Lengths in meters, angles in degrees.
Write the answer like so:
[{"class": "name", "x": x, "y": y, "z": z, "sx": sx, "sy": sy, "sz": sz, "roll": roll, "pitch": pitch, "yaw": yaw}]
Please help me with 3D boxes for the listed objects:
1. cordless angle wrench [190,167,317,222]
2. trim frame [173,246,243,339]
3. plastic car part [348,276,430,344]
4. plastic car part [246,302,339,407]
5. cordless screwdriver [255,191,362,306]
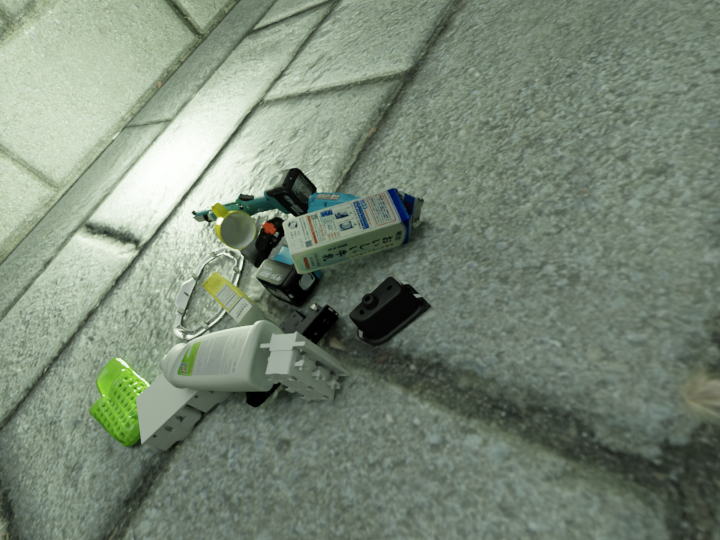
[{"class": "cordless angle wrench", "x": -0.294, "y": -0.162, "z": 1.057, "sx": 0.442, "sy": 0.093, "sz": 0.075, "roll": -4, "pitch": 53, "yaw": 40}, {"class": "trim frame", "x": -0.353, "y": 0.043, "z": 0.970, "sx": 0.191, "sy": 0.026, "sz": 0.254, "roll": -14, "pitch": 51, "yaw": 30}, {"class": "plastic car part", "x": 0.032, "y": 0.055, "z": 0.637, "sx": 0.116, "sy": 0.067, "sz": 0.069, "roll": -39, "pitch": 40, "yaw": 0}, {"class": "plastic car part", "x": -0.125, "y": 0.129, "z": 0.686, "sx": 0.070, "sy": 0.064, "sz": 0.203, "roll": 34, "pitch": 83, "yaw": 21}, {"class": "cordless screwdriver", "x": -0.079, "y": -0.052, "z": 0.810, "sx": 0.168, "sy": 0.070, "sz": 0.249, "roll": 9, "pitch": 59, "yaw": 39}]
